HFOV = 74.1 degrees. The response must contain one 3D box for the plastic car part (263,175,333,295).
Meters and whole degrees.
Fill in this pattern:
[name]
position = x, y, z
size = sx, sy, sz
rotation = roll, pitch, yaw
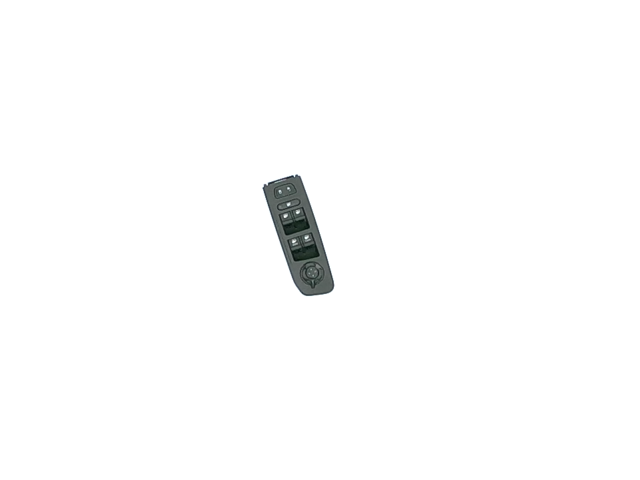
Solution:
[plastic car part]
position = -0.037, -0.001, 0.704
size = 0.066, 0.203, 0.067
rotation = -16, -17, -15
